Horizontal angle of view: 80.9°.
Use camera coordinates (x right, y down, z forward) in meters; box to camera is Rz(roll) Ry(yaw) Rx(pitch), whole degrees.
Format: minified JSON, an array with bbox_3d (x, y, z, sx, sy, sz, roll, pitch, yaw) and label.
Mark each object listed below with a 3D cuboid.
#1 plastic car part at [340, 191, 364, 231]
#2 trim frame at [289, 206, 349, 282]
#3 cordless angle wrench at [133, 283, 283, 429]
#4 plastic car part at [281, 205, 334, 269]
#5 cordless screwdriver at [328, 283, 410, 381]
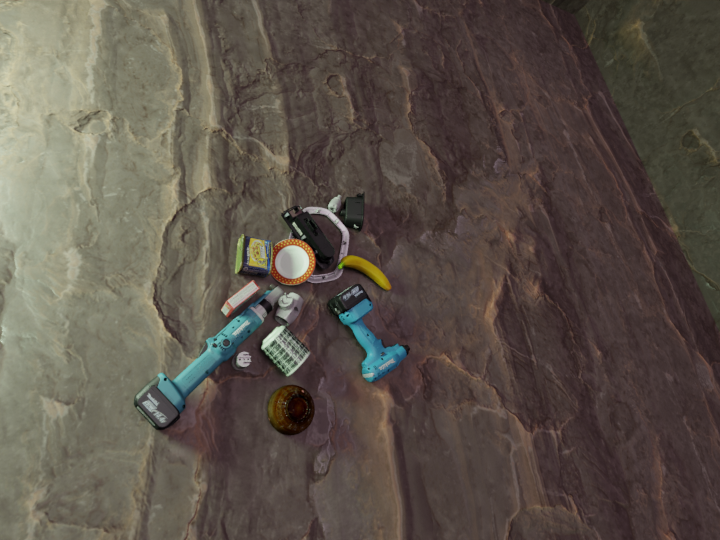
[{"bbox_3d":[-0.027,-0.182,1.303,0.070,0.065,0.119,8,66,-7],"label":"plastic car part"},{"bbox_3d":[-0.120,-0.078,1.223,0.179,0.028,0.252,20,61,-15],"label":"trim frame"},{"bbox_3d":[-0.320,0.174,0.981,0.098,0.075,0.418,45,53,-3],"label":"cordless angle wrench"},{"bbox_3d":[-0.134,-0.100,1.181,0.064,0.068,0.205,-30,85,-41],"label":"plastic car part"},{"bbox_3d":[0.028,0.157,1.153,0.155,0.076,0.252,-24,83,-33],"label":"cordless screwdriver"}]
